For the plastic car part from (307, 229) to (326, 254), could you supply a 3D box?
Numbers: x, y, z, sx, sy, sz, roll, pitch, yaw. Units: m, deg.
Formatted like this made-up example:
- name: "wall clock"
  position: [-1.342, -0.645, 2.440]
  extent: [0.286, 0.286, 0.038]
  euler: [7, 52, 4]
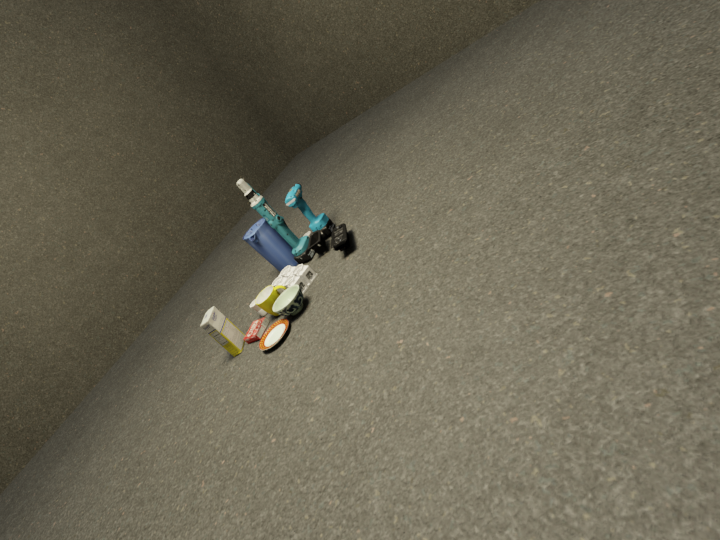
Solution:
- name: "plastic car part"
  position: [-0.165, -0.108, 1.685]
  extent: [0.067, 0.068, 0.119]
  euler: [-35, 25, 19]

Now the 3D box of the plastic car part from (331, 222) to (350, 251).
- name: "plastic car part"
  position: [-0.068, -0.120, 1.565]
  extent: [0.067, 0.064, 0.209]
  euler: [-37, 25, 13]

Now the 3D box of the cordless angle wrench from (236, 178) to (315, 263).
- name: "cordless angle wrench"
  position: [-0.340, -0.200, 1.687]
  extent: [0.077, 0.408, 0.098]
  euler: [-24, 27, 42]

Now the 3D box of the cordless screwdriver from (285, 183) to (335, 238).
- name: "cordless screwdriver"
  position: [-0.211, -0.251, 1.778]
  extent: [0.076, 0.240, 0.162]
  euler: [-32, 23, 26]
